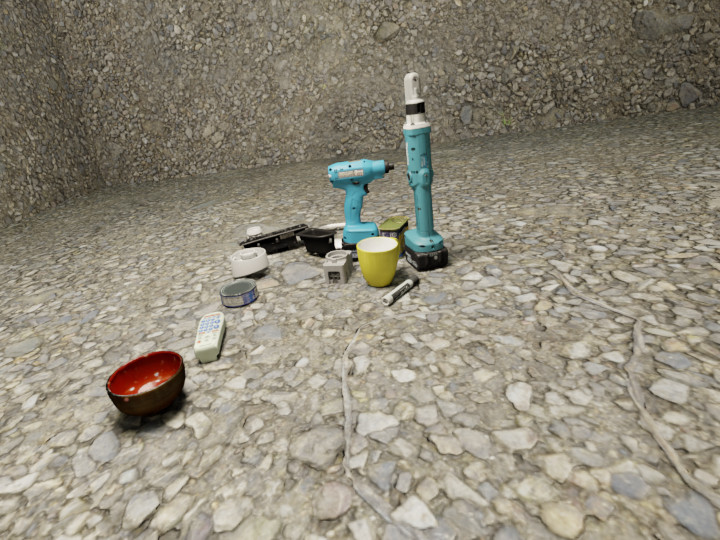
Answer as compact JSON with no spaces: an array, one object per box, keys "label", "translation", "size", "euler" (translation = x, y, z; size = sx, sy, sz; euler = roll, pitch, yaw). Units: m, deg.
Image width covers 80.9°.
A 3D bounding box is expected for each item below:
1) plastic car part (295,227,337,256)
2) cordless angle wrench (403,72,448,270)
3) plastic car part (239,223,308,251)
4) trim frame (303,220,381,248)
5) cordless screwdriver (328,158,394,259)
[{"label":"plastic car part","translation":[-0.111,-0.073,1.139],"size":[0.064,0.069,0.123],"euler":[-26,28,-38]},{"label":"cordless angle wrench","translation":[0.130,-0.209,0.928],"size":[0.073,0.412,0.102],"euler":[-11,20,-11]},{"label":"plastic car part","translation":[-0.249,-0.086,1.226],"size":[0.201,0.065,0.069],"euler":[-12,22,-8]},{"label":"trim frame","translation":[-0.052,-0.107,1.249],"size":[0.255,0.027,0.184],"euler":[-2,24,16]},{"label":"cordless screwdriver","translation":[0.013,-0.153,1.059],"size":[0.161,0.242,0.075],"euler":[-6,20,5]}]
